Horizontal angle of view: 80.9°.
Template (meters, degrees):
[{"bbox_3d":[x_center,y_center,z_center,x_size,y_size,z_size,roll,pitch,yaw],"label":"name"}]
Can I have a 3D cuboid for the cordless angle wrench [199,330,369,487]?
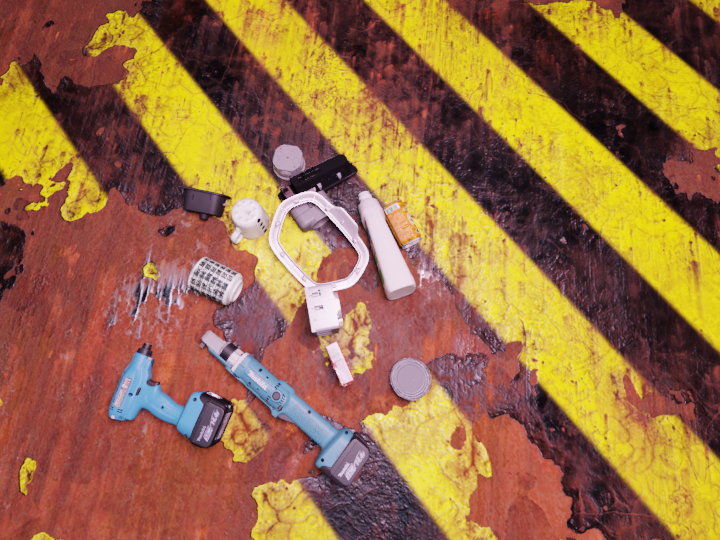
[{"bbox_3d":[-0.173,0.265,0.886,0.433,0.073,0.098,37,78,12],"label":"cordless angle wrench"}]

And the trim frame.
[{"bbox_3d":[-0.094,-0.061,0.958,0.184,0.028,0.246,-41,94,0],"label":"trim frame"}]

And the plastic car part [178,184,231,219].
[{"bbox_3d":[-0.377,-0.158,1.015,0.117,0.066,0.071,15,91,0],"label":"plastic car part"}]

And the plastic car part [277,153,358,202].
[{"bbox_3d":[-0.105,-0.225,1.019,0.201,0.064,0.070,-26,48,-11],"label":"plastic car part"}]

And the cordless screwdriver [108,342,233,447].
[{"bbox_3d":[-0.391,0.261,0.889,0.253,0.072,0.160,15,75,9],"label":"cordless screwdriver"}]
